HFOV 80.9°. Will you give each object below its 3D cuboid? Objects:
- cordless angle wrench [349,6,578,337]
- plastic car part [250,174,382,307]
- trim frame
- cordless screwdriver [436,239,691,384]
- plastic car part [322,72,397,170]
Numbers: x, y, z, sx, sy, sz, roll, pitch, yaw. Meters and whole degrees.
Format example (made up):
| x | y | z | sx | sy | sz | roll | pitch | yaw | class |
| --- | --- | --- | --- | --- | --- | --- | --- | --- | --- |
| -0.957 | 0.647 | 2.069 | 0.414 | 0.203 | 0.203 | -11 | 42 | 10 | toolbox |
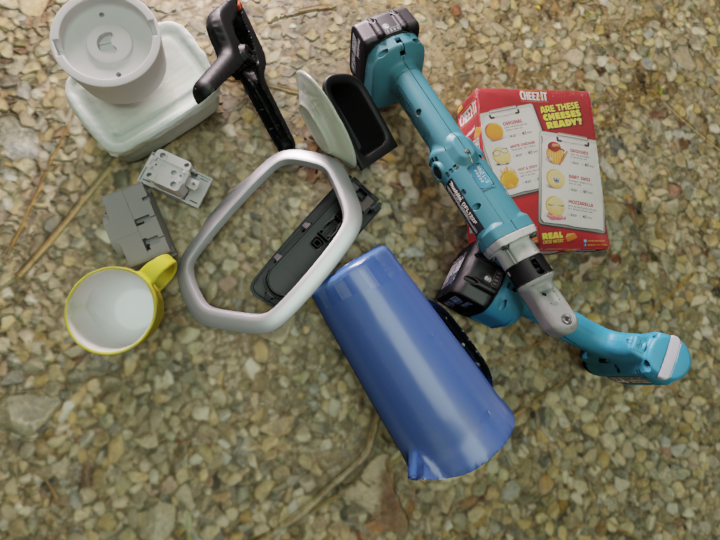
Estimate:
| x | y | z | sx | sy | sz | roll | pitch | yaw | class |
| --- | --- | --- | --- | --- | --- | --- | --- | --- | --- |
| 0.110 | -0.122 | 0.484 | 0.074 | 0.096 | 0.436 | -23 | 70 | -9 | cordless angle wrench |
| -0.052 | -0.034 | 0.527 | 0.065 | 0.068 | 0.202 | 43 | 82 | -11 | plastic car part |
| -0.109 | -0.040 | 0.497 | 0.192 | 0.026 | 0.248 | 35 | 83 | 24 | trim frame |
| 0.224 | 0.062 | 0.523 | 0.255 | 0.155 | 0.074 | 27 | 77 | 11 | cordless screwdriver |
| -0.018 | -0.189 | 0.545 | 0.065 | 0.073 | 0.114 | -37 | 103 | -25 | plastic car part |
